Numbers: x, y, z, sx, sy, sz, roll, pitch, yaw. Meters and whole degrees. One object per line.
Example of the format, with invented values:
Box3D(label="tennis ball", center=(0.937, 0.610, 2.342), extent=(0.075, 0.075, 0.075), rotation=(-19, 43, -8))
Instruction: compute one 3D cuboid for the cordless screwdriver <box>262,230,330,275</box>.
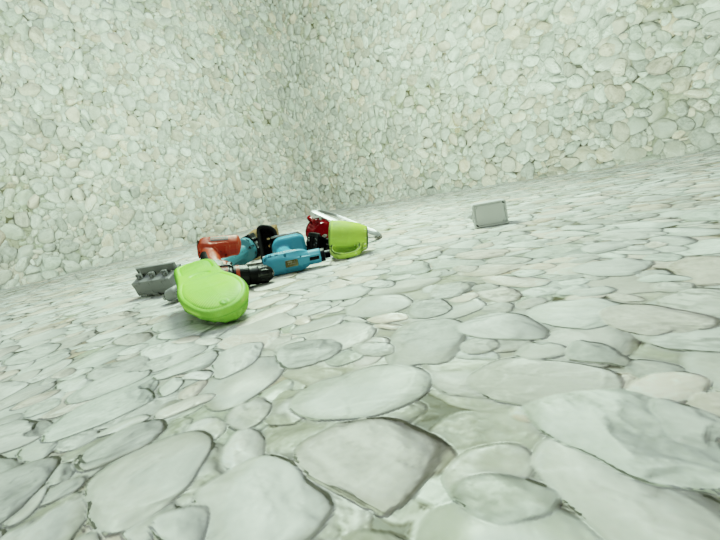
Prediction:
Box3D(label="cordless screwdriver", center=(-0.164, -0.048, 1.091), extent=(0.158, 0.073, 0.254), rotation=(-12, 15, -5))

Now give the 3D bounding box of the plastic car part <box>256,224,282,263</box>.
Box3D(label="plastic car part", center=(-0.270, -0.074, 1.257), extent=(0.065, 0.119, 0.070), rotation=(-13, -15, -9))

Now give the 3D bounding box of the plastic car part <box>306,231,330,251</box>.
Box3D(label="plastic car part", center=(-0.118, -0.077, 1.211), extent=(0.065, 0.066, 0.209), rotation=(-4, 8, -19))

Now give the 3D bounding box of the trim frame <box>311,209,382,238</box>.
Box3D(label="trim frame", center=(-0.047, -0.148, 1.324), extent=(0.262, 0.027, 0.175), rotation=(24, 13, 34))

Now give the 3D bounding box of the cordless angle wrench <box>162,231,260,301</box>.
Box3D(label="cordless angle wrench", center=(-0.374, -0.009, 1.101), extent=(0.099, 0.073, 0.422), rotation=(-27, 11, 16))
